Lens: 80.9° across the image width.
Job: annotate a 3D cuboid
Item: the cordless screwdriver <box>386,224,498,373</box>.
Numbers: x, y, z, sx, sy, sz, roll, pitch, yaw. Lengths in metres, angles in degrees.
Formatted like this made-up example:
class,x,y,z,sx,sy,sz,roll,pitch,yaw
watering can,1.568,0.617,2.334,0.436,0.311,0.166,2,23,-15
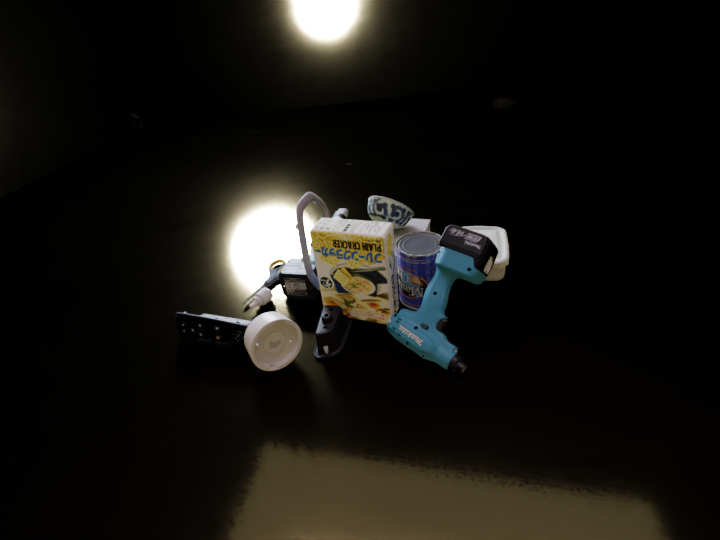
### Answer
class,x,y,z,sx,sy,sz,roll,pitch,yaw
cordless screwdriver,0.172,0.051,0.779,0.168,0.070,0.248,32,93,35

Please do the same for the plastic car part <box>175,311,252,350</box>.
class,x,y,z,sx,sy,sz,roll,pitch,yaw
plastic car part,-0.305,0.130,0.920,0.211,0.066,0.065,6,9,26

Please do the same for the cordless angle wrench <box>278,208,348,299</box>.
class,x,y,z,sx,sy,sz,roll,pitch,yaw
cordless angle wrench,-0.099,-0.074,1.158,0.101,0.072,0.425,1,32,16

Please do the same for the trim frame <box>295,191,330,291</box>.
class,x,y,z,sx,sy,sz,roll,pitch,yaw
trim frame,-0.097,-0.063,0.992,0.028,0.250,0.177,-15,-6,25

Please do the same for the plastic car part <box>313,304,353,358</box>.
class,x,y,z,sx,sy,sz,roll,pitch,yaw
plastic car part,-0.062,0.113,0.858,0.068,0.068,0.117,-2,30,14
